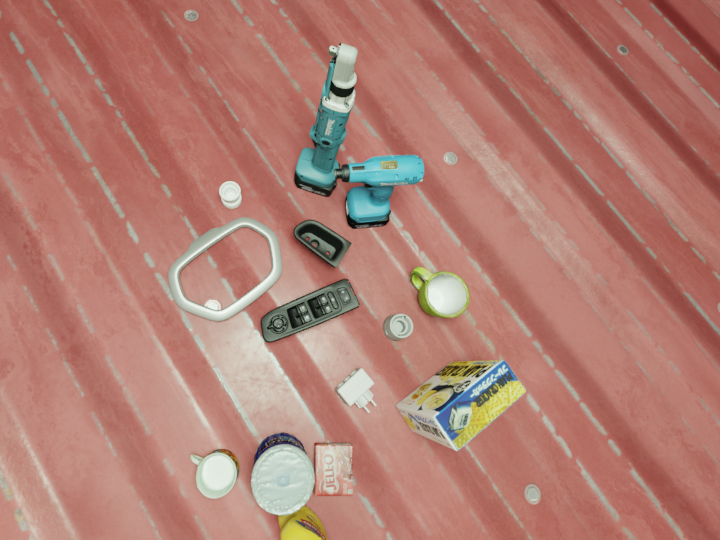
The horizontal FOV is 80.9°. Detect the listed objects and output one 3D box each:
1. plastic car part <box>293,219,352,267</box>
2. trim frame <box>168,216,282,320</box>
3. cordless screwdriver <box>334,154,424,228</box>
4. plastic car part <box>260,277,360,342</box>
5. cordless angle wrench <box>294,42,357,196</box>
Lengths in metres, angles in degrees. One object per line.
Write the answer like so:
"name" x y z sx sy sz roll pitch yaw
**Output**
"plastic car part" -0.088 -0.058 0.904 0.117 0.071 0.066 34 73 2
"trim frame" -0.280 -0.008 0.888 0.246 0.027 0.187 -40 82 -16
"cordless screwdriver" 0.011 -0.156 0.852 0.157 0.248 0.075 -4 78 -12
"plastic car part" -0.108 0.085 0.862 0.200 0.067 0.067 -22 80 -13
"cordless angle wrench" -0.059 -0.258 0.782 0.097 0.423 0.075 19 74 -7
